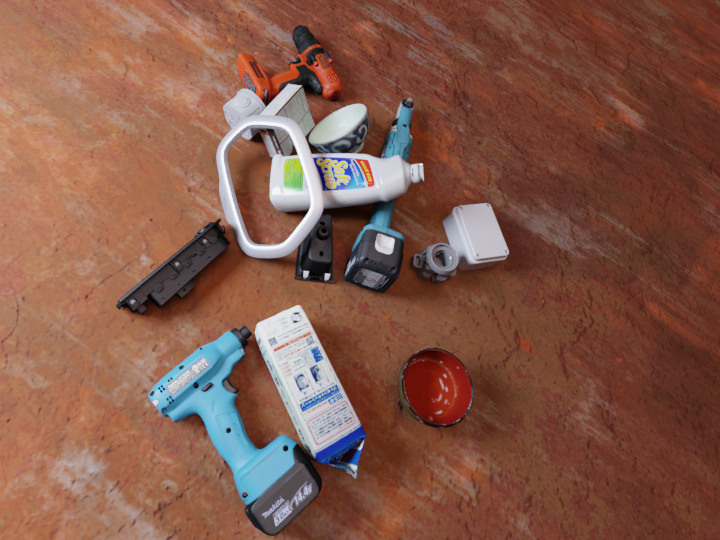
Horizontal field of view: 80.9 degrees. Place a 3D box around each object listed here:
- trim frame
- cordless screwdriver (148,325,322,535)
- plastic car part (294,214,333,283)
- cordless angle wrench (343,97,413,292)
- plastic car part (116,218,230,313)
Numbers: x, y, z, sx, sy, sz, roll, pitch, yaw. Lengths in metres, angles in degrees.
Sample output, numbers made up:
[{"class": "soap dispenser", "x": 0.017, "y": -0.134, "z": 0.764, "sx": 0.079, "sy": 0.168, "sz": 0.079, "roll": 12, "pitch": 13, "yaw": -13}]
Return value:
[{"class": "trim frame", "x": -0.156, "y": -0.141, "z": 0.693, "sx": 0.188, "sy": 0.026, "sz": 0.252, "roll": -22, "pitch": 80, "yaw": 17}, {"class": "cordless screwdriver", "x": -0.150, "y": 0.205, "z": 0.576, "sx": 0.255, "sy": 0.073, "sz": 0.157, "roll": 44, "pitch": 64, "yaw": 12}, {"class": "plastic car part", "x": -0.069, "y": -0.045, "z": 0.706, "sx": 0.064, "sy": 0.071, "sz": 0.119, "roll": 7, "pitch": 69, "yaw": -14}, {"class": "cordless angle wrench", "x": 0.055, "y": -0.167, "z": 0.784, "sx": 0.073, "sy": 0.098, "sz": 0.430, "roll": 18, "pitch": 60, "yaw": -9}, {"class": "plastic car part", "x": -0.273, "y": -0.004, "z": 0.647, "sx": 0.066, "sy": 0.067, "sz": 0.202, "roll": 41, "pitch": 64, "yaw": -7}]
